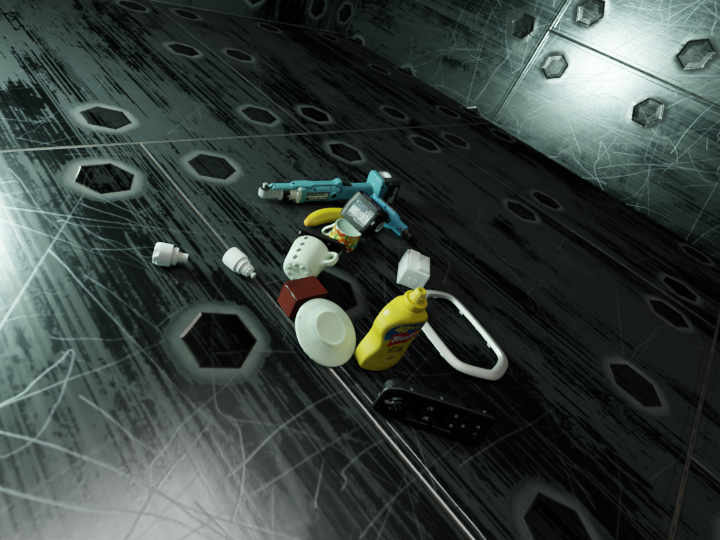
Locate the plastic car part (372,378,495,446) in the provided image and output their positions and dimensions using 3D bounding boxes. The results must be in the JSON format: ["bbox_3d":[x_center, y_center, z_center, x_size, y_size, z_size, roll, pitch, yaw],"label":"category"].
[{"bbox_3d":[0.120,0.233,0.726,0.200,0.066,0.069,17,27,-9],"label":"plastic car part"}]

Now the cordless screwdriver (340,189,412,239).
[{"bbox_3d":[0.052,-0.132,1.091,0.163,0.075,0.242,43,18,9],"label":"cordless screwdriver"}]

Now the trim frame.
[{"bbox_3d":[0.215,0.135,0.931,0.177,0.027,0.262,-8,45,-34],"label":"trim frame"}]

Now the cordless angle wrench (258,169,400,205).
[{"bbox_3d":[-0.083,-0.224,1.178,0.407,0.096,0.078,-8,48,-30],"label":"cordless angle wrench"}]

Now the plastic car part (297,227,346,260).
[{"bbox_3d":[-0.097,-0.063,0.990,0.113,0.065,0.073,16,23,-17],"label":"plastic car part"}]
